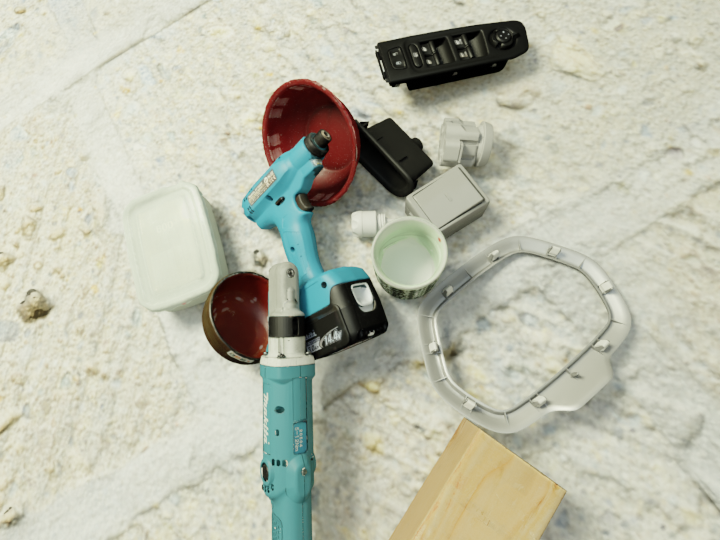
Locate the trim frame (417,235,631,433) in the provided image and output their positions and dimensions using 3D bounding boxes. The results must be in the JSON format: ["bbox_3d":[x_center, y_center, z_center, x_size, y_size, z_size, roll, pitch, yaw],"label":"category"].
[{"bbox_3d":[0.180,0.060,0.470,0.246,0.027,0.191,-34,67,-13],"label":"trim frame"}]

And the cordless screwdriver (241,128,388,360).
[{"bbox_3d":[-0.049,-0.032,0.501,0.162,0.071,0.256,-39,68,35],"label":"cordless screwdriver"}]

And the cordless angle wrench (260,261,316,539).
[{"bbox_3d":[-0.075,0.201,0.432,0.102,0.071,0.427,-14,75,52],"label":"cordless angle wrench"}]

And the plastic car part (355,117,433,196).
[{"bbox_3d":[0.047,-0.156,0.562,0.070,0.065,0.120,-39,76,-18],"label":"plastic car part"}]

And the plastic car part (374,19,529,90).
[{"bbox_3d":[0.125,-0.285,0.574,0.203,0.065,0.068,-13,67,2],"label":"plastic car part"}]
